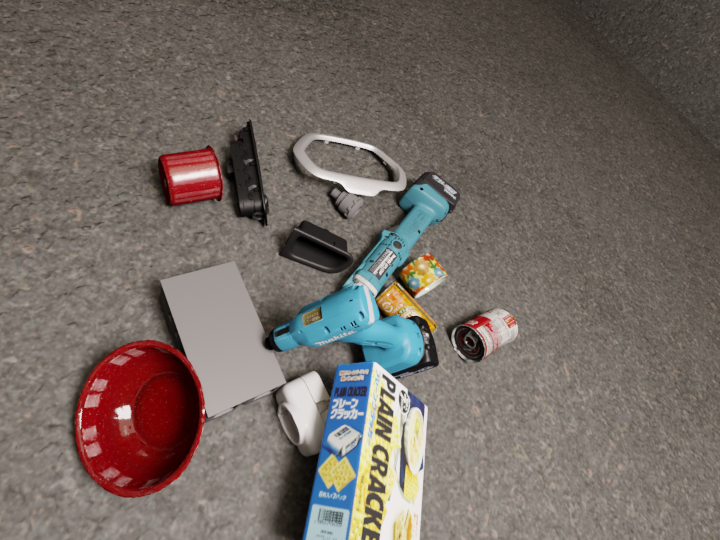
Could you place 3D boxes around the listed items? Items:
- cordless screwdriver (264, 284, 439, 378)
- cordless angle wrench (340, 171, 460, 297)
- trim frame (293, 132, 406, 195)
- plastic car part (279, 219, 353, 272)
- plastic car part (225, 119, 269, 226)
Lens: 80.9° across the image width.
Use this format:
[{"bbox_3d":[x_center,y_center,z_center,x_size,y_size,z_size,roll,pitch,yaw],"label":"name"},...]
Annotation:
[{"bbox_3d":[-0.003,0.099,0.597,0.235,0.163,0.077,31,42,-49],"label":"cordless screwdriver"},{"bbox_3d":[0.054,-0.036,0.772,0.098,0.074,0.419,39,54,1],"label":"cordless angle wrench"},{"bbox_3d":[-0.019,-0.217,0.856,0.239,0.027,0.192,5,43,-24],"label":"trim frame"},{"bbox_3d":[-0.071,-0.047,0.731,0.113,0.066,0.073,21,40,-17],"label":"plastic car part"},{"bbox_3d":[-0.200,-0.171,0.745,0.065,0.066,0.210,-10,64,-20],"label":"plastic car part"}]
